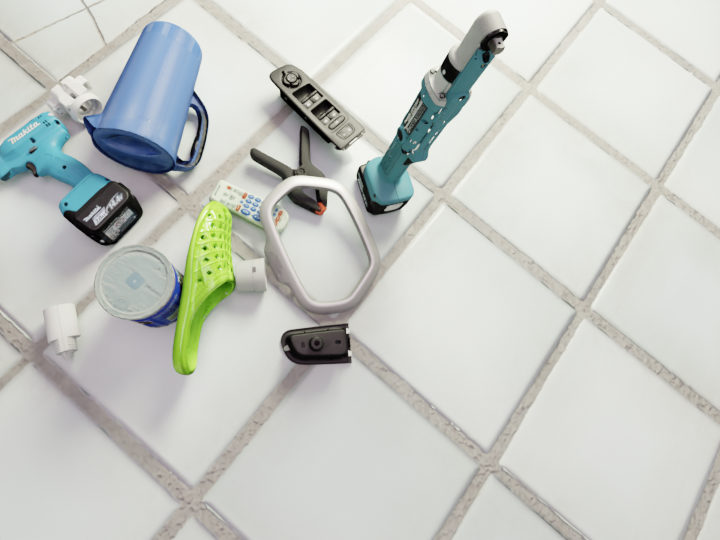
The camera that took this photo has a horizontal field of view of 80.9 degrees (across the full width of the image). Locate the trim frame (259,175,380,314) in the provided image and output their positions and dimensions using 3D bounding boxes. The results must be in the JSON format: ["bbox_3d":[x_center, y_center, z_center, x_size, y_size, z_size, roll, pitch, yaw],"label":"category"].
[{"bbox_3d":[-0.071,-0.046,0.724,0.182,0.028,0.248,-26,90,-12],"label":"trim frame"}]

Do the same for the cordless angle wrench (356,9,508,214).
[{"bbox_3d":[0.080,-0.192,0.594,0.073,0.423,0.099,-13,81,-15],"label":"cordless angle wrench"}]

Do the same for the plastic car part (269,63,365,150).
[{"bbox_3d":[-0.085,-0.302,0.789,0.066,0.067,0.204,-43,88,-9],"label":"plastic car part"}]

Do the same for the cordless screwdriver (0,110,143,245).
[{"bbox_3d":[-0.495,-0.137,0.692,0.253,0.073,0.158,40,74,8],"label":"cordless screwdriver"}]

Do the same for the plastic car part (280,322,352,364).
[{"bbox_3d":[-0.066,0.118,0.675,0.114,0.071,0.067,-2,75,-12],"label":"plastic car part"}]
